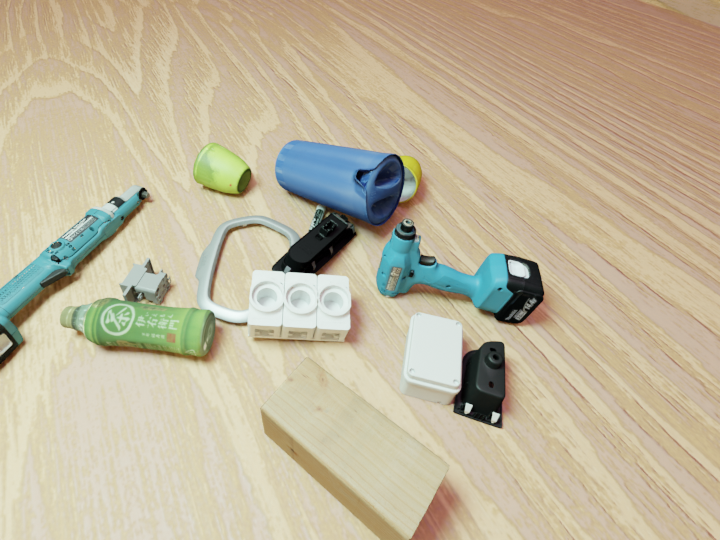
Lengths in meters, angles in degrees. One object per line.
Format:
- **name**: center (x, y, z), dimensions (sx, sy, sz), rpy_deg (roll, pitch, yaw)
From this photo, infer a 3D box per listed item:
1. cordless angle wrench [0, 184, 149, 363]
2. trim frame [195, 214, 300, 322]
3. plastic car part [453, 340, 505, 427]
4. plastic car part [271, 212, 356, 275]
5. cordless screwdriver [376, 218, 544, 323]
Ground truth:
- **cordless angle wrench**: center (-0.509, -0.023, 0.722), dimensions (0.100, 0.072, 0.426), rpy_deg (15, 47, 8)
- **trim frame**: center (-0.198, -0.012, 0.752), dimensions (0.184, 0.027, 0.256), rpy_deg (1, 50, -3)
- **plastic car part**: center (0.179, 0.146, 0.596), dimensions (0.067, 0.069, 0.118), rpy_deg (16, 52, 7)
- **plastic car part**: center (-0.073, -0.048, 0.749), dimensions (0.067, 0.067, 0.200), rpy_deg (40, 51, 3)
- **cordless screwdriver**: center (0.157, -0.002, 0.671), dimensions (0.251, 0.155, 0.076), rpy_deg (11, 48, 4)
